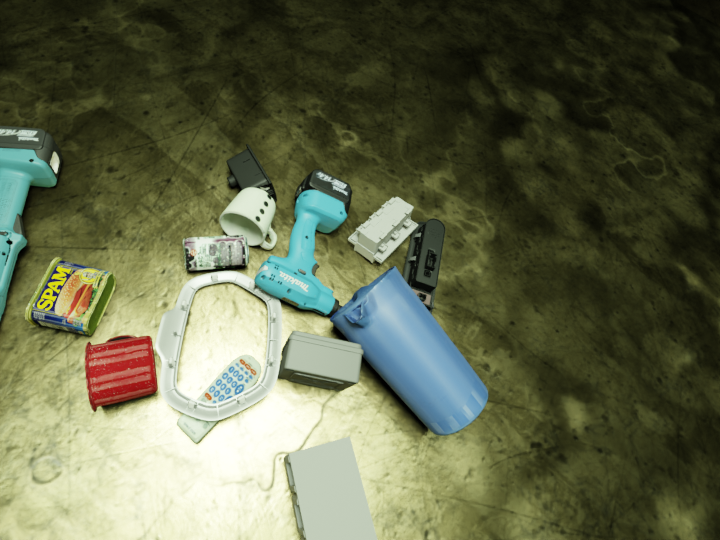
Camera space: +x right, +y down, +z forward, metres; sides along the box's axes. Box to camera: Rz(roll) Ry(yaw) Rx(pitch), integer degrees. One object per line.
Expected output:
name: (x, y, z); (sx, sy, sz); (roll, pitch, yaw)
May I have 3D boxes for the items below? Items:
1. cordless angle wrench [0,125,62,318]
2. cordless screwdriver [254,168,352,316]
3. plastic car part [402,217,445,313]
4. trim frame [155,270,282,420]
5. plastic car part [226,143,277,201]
cordless angle wrench: (-0.553, -0.031, 0.642); (0.096, 0.074, 0.435); (0, 64, -14)
cordless screwdriver: (-0.074, -0.048, 0.754); (0.155, 0.076, 0.252); (27, 60, -16)
plastic car part: (0.122, -0.021, 0.795); (0.067, 0.066, 0.206); (14, 57, 0)
trim frame: (-0.213, 0.100, 0.647); (0.182, 0.027, 0.256); (3, 53, -8)
plastic car part: (-0.217, -0.178, 0.808); (0.070, 0.064, 0.121); (-31, 68, -12)
